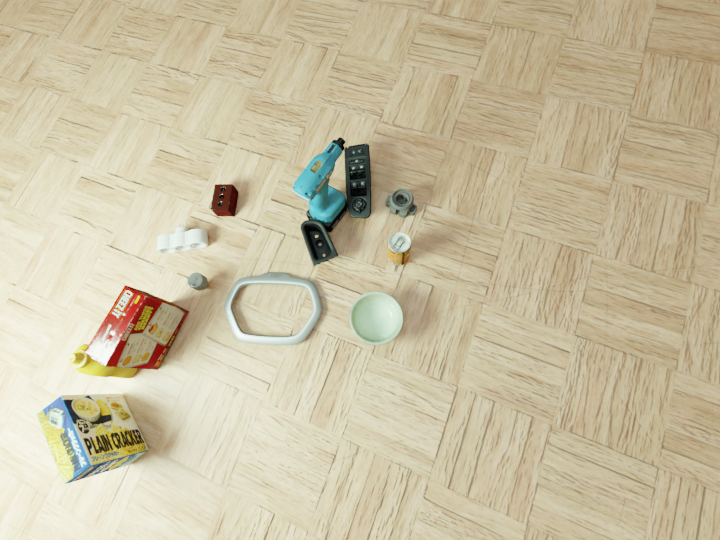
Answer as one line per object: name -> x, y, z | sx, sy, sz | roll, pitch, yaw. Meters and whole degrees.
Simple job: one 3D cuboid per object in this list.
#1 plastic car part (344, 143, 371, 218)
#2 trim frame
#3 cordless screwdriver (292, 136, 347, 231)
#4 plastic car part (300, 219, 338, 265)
plastic car part -> -0.005, -0.224, 1.099 | 0.067, 0.065, 0.207 | -4, 72, 5
trim frame -> -0.218, 0.092, 1.051 | 0.252, 0.027, 0.187 | 0, 72, 9
cordless screwdriver -> -0.078, -0.199, 1.009 | 0.076, 0.242, 0.159 | 33, 80, 12
plastic car part -> -0.104, -0.068, 1.062 | 0.066, 0.069, 0.120 | -23, 71, -1
